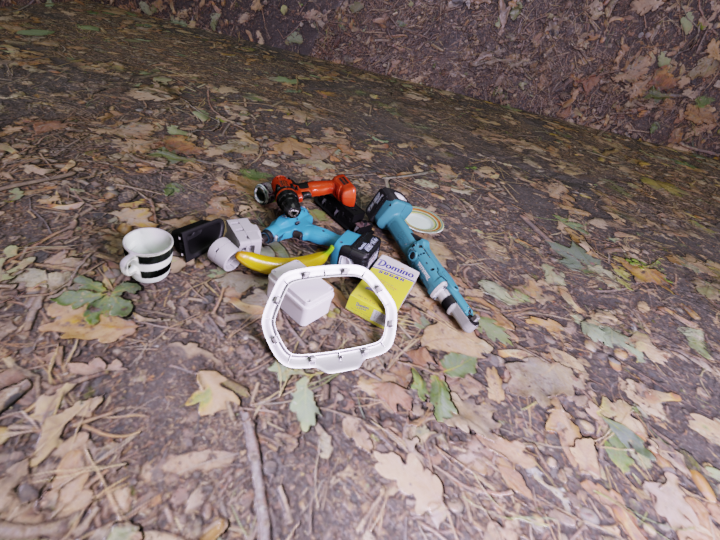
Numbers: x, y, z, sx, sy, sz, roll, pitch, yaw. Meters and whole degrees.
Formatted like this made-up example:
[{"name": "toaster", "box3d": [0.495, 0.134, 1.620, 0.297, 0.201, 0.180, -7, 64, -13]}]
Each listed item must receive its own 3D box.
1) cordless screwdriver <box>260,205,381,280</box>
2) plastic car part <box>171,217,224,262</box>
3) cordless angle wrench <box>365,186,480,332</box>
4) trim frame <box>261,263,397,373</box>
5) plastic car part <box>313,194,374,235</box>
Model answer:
[{"name": "cordless screwdriver", "box3d": [-0.091, -0.060, 0.932, 0.259, 0.073, 0.156, 25, 37, 22]}, {"name": "plastic car part", "box3d": [-0.348, -0.075, 0.887, 0.074, 0.064, 0.115, 13, 30, 21]}, {"name": "cordless angle wrench", "box3d": [0.136, -0.032, 0.959, 0.071, 0.098, 0.444, 13, 35, -37]}, {"name": "trim frame", "box3d": [-0.047, 0.079, 0.729, 0.241, 0.028, 0.187, -4, 75, -21]}, {"name": "plastic car part", "box3d": [-0.048, -0.161, 1.094, 0.064, 0.065, 0.214, -24, 47, -33]}]
